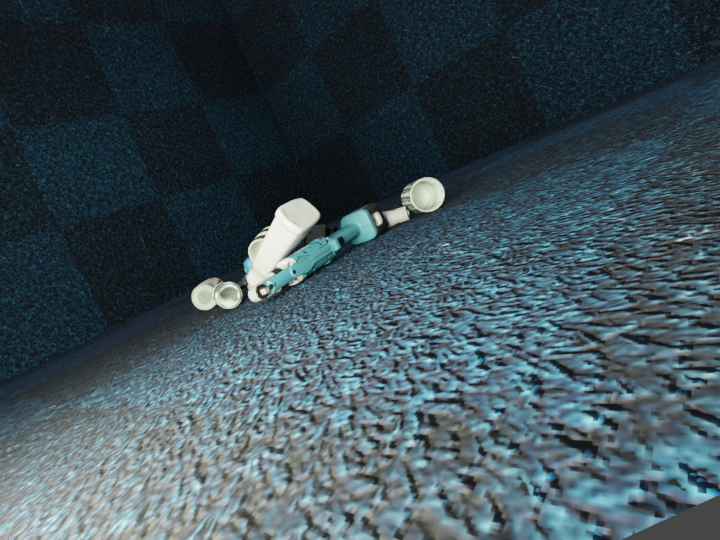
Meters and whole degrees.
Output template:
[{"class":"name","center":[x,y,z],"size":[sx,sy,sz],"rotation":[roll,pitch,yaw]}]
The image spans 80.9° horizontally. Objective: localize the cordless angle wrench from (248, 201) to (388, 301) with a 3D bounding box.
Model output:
[{"class":"cordless angle wrench","center":[-0.080,-0.039,0.864],"size":[0.101,0.073,0.414],"rotation":[-20,12,38]}]

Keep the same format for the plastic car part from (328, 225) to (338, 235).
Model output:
[{"class":"plastic car part","center":[-0.086,-0.096,1.238],"size":[0.067,0.067,0.202],"rotation":[-31,5,7]}]

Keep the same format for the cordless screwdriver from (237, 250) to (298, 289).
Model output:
[{"class":"cordless screwdriver","center":[-0.263,-0.001,1.108],"size":[0.156,0.073,0.257],"rotation":[-28,13,-20]}]

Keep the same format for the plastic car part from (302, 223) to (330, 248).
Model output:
[{"class":"plastic car part","center":[-0.098,-0.064,0.997],"size":[0.072,0.120,0.063],"rotation":[-10,-33,12]}]
